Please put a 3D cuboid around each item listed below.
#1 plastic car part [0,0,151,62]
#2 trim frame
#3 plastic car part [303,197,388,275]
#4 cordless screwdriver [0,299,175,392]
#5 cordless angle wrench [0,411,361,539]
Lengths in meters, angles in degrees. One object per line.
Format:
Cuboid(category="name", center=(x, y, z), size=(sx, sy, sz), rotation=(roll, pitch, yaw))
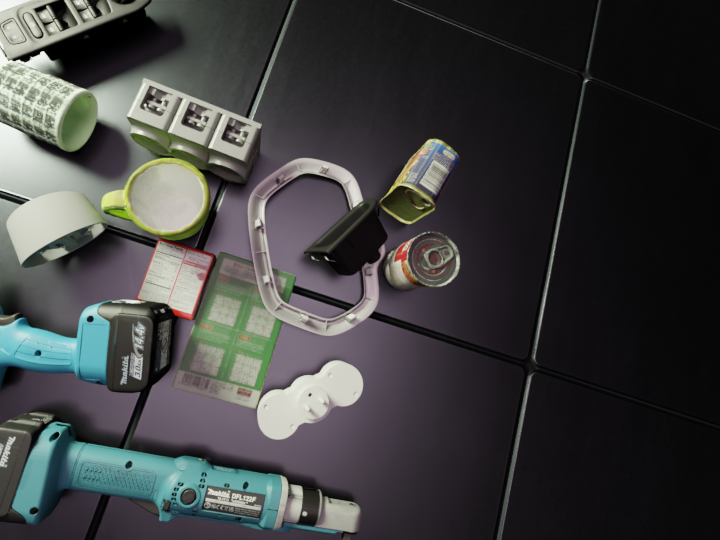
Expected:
Cuboid(category="plastic car part", center=(-0.368, -0.329, 0.560), size=(0.201, 0.066, 0.067), rotation=(-32, 82, -10))
Cuboid(category="trim frame", center=(-0.056, -0.037, 0.576), size=(0.179, 0.028, 0.252), rotation=(-7, 79, -19))
Cuboid(category="plastic car part", center=(-0.004, -0.036, 0.554), size=(0.115, 0.069, 0.069), rotation=(-42, 110, -23))
Cuboid(category="cordless screwdriver", center=(-0.345, 0.062, 0.479), size=(0.248, 0.074, 0.159), rotation=(-1, 88, -1))
Cuboid(category="cordless angle wrench", center=(-0.199, 0.253, 0.489), size=(0.416, 0.075, 0.099), rotation=(14, 79, -9))
